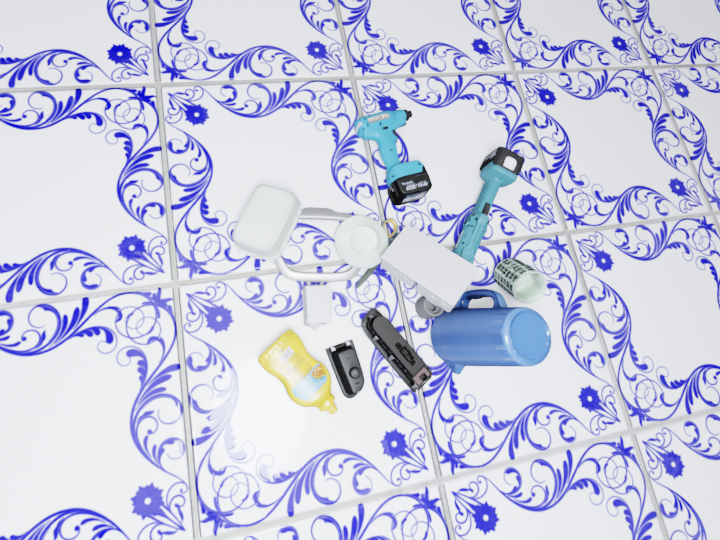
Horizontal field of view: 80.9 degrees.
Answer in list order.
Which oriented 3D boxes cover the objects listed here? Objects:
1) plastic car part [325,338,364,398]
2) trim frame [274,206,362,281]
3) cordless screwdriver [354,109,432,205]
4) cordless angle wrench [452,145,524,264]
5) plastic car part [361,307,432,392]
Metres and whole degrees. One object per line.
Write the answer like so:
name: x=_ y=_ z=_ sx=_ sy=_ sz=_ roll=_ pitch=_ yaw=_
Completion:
plastic car part: x=-0.021 y=0.210 z=0.898 sx=0.065 sy=0.071 sz=0.119 roll=-18 pitch=76 yaw=-15
trim frame: x=-0.096 y=-0.063 z=0.987 sx=0.245 sy=0.027 sz=0.187 roll=0 pitch=75 yaw=-9
cordless screwdriver: x=0.102 y=-0.296 z=1.066 sx=0.156 sy=0.074 sz=0.255 roll=-20 pitch=75 yaw=-16
cordless angle wrench: x=0.284 y=-0.109 z=1.042 sx=0.074 sy=0.098 sz=0.424 roll=28 pitch=76 yaw=-6
plastic car part: x=0.080 y=0.173 z=0.935 sx=0.066 sy=0.066 sz=0.206 roll=-40 pitch=82 yaw=-12
